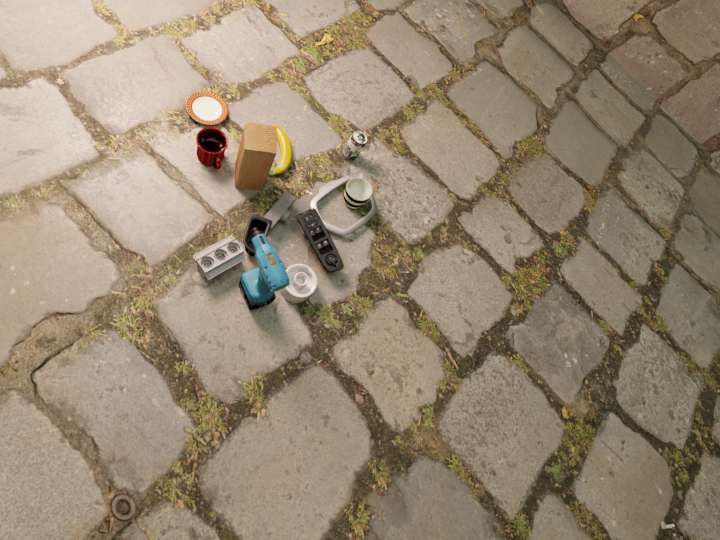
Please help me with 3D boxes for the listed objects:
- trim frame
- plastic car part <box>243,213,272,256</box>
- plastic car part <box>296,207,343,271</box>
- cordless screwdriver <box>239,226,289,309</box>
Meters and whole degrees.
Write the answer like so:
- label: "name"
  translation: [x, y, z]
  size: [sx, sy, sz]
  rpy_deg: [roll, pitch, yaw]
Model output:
- label: "trim frame"
  translation: [-0.052, -0.215, 1.370]
  size: [0.186, 0.028, 0.245]
  rpy_deg: [47, 61, 4]
- label: "plastic car part"
  translation: [-0.303, -0.091, 1.204]
  size: [0.064, 0.071, 0.118]
  rpy_deg: [19, 63, -14]
- label: "plastic car part"
  translation: [-0.124, -0.081, 1.265]
  size: [0.065, 0.067, 0.207]
  rpy_deg: [-25, 79, -28]
- label: "cordless screwdriver"
  translation: [-0.257, 0.002, 1.078]
  size: [0.072, 0.251, 0.162]
  rpy_deg: [-20, 79, -28]
